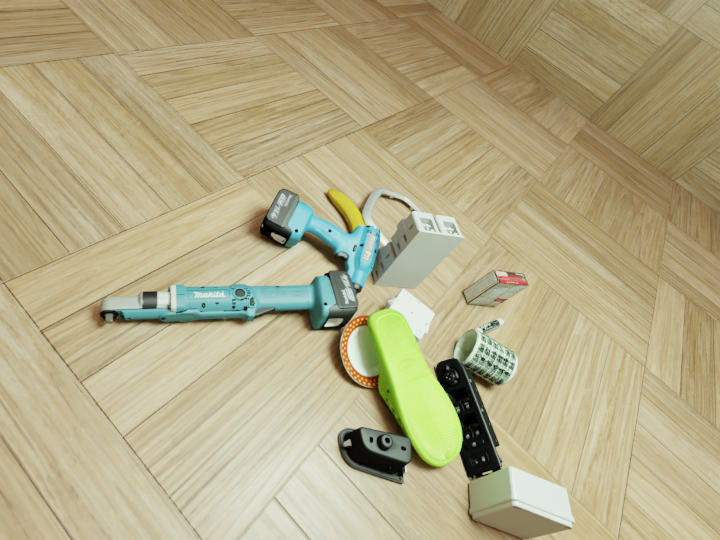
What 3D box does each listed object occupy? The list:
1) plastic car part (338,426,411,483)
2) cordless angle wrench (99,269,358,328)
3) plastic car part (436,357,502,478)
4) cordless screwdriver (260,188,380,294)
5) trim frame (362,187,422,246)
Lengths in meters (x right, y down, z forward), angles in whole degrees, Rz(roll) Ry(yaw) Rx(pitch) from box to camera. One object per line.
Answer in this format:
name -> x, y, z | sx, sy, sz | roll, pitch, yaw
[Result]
plastic car part -> 0.032, 0.276, 0.658 | 0.113, 0.071, 0.067 | 22, 45, -14
cordless angle wrench -> -0.210, 0.054, 0.727 | 0.408, 0.074, 0.102 | 0, 53, -24
plastic car part -> 0.201, 0.256, 0.767 | 0.064, 0.067, 0.211 | 10, 48, -35
cordless screwdriver -> -0.085, -0.056, 0.874 | 0.244, 0.075, 0.161 | 22, 66, -10
trim frame -> 0.091, -0.121, 1.042 | 0.183, 0.027, 0.250 | 31, 38, -5
